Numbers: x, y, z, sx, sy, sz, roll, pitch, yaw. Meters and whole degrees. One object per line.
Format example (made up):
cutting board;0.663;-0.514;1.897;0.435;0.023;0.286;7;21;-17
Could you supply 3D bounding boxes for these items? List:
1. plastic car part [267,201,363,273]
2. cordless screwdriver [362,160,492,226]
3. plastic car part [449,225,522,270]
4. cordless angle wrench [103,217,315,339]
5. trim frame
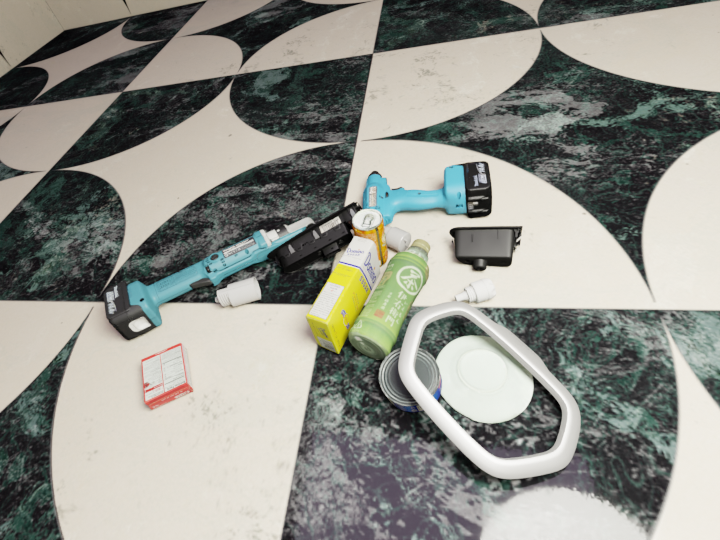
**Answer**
plastic car part;-0.078;-0.051;0.801;0.205;0.064;0.069;-24;73;12
cordless screwdriver;0.127;-0.163;0.849;0.254;0.071;0.163;-8;48;14
plastic car part;0.213;-0.034;0.723;0.120;0.063;0.072;-1;63;19
cordless angle wrench;-0.280;-0.007;0.833;0.418;0.071;0.103;-27;48;-11
trim frame;0.164;0.147;0.559;0.181;0.027;0.260;-35;61;-22
